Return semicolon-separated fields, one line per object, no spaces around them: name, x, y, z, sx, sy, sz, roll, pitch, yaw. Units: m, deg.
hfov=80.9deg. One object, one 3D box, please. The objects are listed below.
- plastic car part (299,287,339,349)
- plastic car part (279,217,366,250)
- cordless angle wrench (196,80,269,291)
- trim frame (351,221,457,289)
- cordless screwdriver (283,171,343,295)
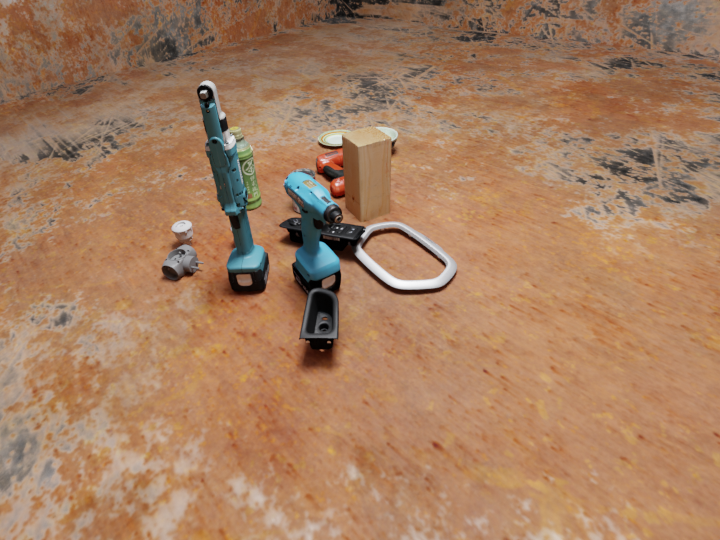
plastic car part;-0.068;0.095;0.761;0.066;0.068;0.120;-1;39;3
plastic car part;-0.091;-0.085;0.983;0.211;0.065;0.066;15;42;22
cordless angle wrench;-0.242;-0.140;0.798;0.075;0.409;0.101;-2;39;0
trim frame;0.093;-0.037;0.933;0.180;0.026;0.263;-26;44;-23
cordless screwdriver;-0.079;-0.051;0.804;0.073;0.240;0.168;-23;43;-24
